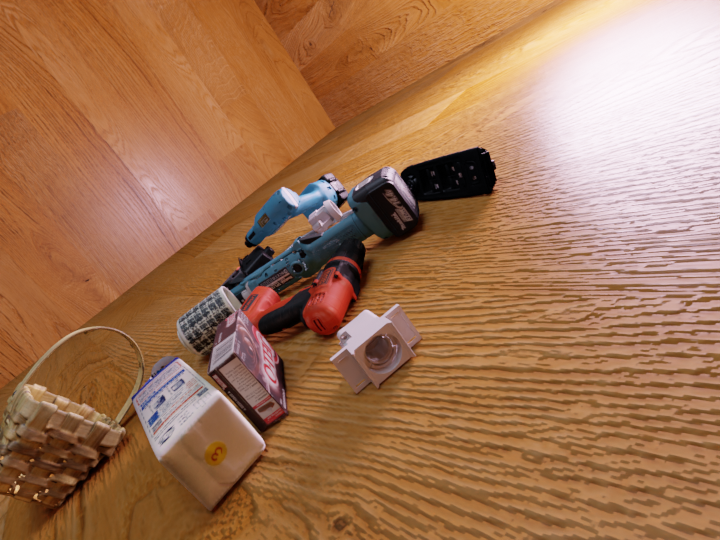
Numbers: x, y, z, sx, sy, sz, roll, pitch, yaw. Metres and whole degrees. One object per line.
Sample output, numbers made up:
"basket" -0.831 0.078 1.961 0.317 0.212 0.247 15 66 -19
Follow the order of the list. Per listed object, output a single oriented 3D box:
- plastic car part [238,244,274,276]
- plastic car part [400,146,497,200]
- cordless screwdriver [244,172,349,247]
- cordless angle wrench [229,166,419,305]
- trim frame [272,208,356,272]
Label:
"plastic car part" -0.205 -0.019 0.865 0.071 0.064 0.120 -53 19 -3
"plastic car part" 0.136 -0.152 0.666 0.066 0.065 0.211 -33 18 -26
"cordless screwdriver" -0.138 -0.127 0.913 0.161 0.075 0.243 -40 -4 34
"cordless angle wrench" -0.101 -0.018 0.720 0.431 0.095 0.075 -30 18 25
"trim frame" -0.082 -0.053 0.836 0.254 0.027 0.185 -24 23 24
